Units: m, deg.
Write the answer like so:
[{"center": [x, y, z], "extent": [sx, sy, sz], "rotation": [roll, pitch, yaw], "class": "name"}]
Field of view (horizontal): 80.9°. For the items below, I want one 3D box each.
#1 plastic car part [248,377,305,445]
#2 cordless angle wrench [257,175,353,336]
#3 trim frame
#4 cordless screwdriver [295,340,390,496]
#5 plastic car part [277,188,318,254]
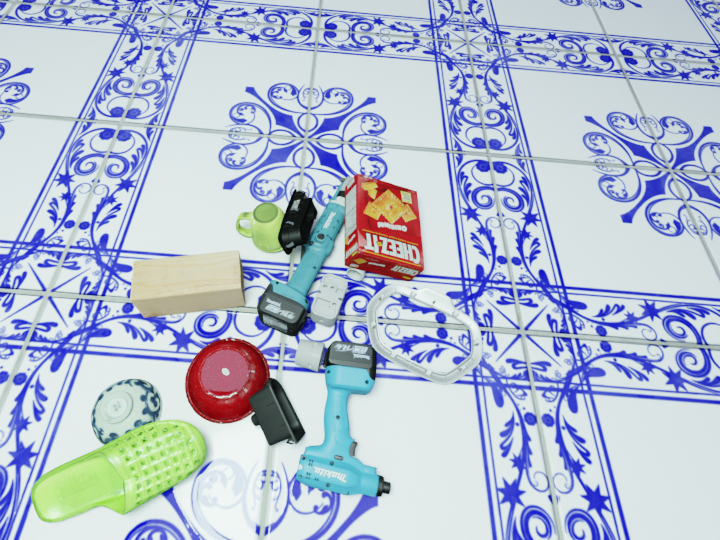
[{"center": [-0.157, 0.258, 0.752], "extent": [0.071, 0.064, 0.119], "rotation": [-33, 78, 2], "class": "plastic car part"}, {"center": [-0.092, -0.060, 0.942], "extent": [0.100, 0.073, 0.425], "rotation": [20, 59, 7], "class": "cordless angle wrench"}, {"center": [0.130, 0.122, 0.872], "extent": [0.255, 0.027, 0.184], "rotation": [24, 61, 12], "class": "trim frame"}, {"center": [-0.012, 0.261, 0.759], "extent": [0.160, 0.073, 0.253], "rotation": [11, 64, 2], "class": "cordless screwdriver"}, {"center": [-0.131, -0.107, 0.921], "extent": [0.069, 0.064, 0.206], "rotation": [-4, 38, 14], "class": "plastic car part"}]
